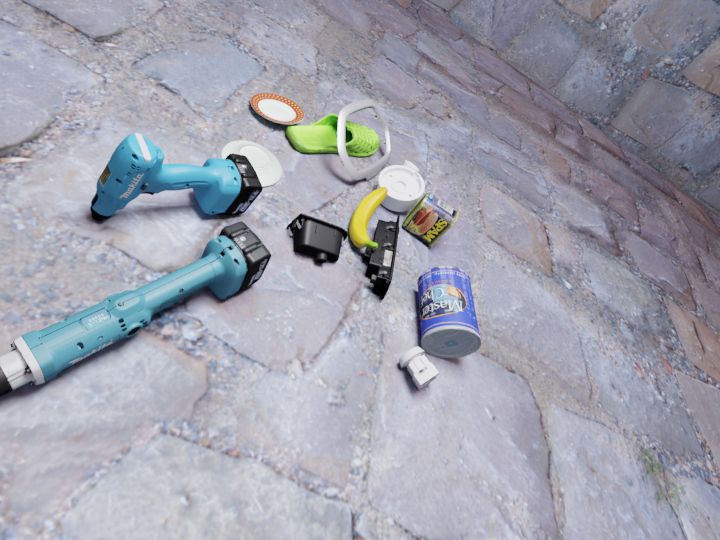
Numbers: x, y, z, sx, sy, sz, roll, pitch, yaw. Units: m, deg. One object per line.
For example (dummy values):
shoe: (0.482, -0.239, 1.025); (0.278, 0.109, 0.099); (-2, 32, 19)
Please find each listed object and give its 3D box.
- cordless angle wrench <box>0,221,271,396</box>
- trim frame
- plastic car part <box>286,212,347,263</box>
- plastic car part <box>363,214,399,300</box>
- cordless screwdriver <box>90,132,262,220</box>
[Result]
cordless angle wrench: (-0.297, 0.056, 0.531); (0.076, 0.098, 0.413); (46, 47, 10)
trim frame: (0.011, -0.309, 1.009); (0.245, 0.029, 0.179); (-44, 121, -50)
plastic car part: (-0.077, -0.050, 0.789); (0.112, 0.067, 0.072); (20, 62, -24)
plastic car part: (0.043, -0.038, 0.854); (0.068, 0.064, 0.205); (12, 46, 7)
cordless screwdriver: (-0.289, -0.129, 0.677); (0.238, 0.162, 0.076); (-6, 63, -56)
